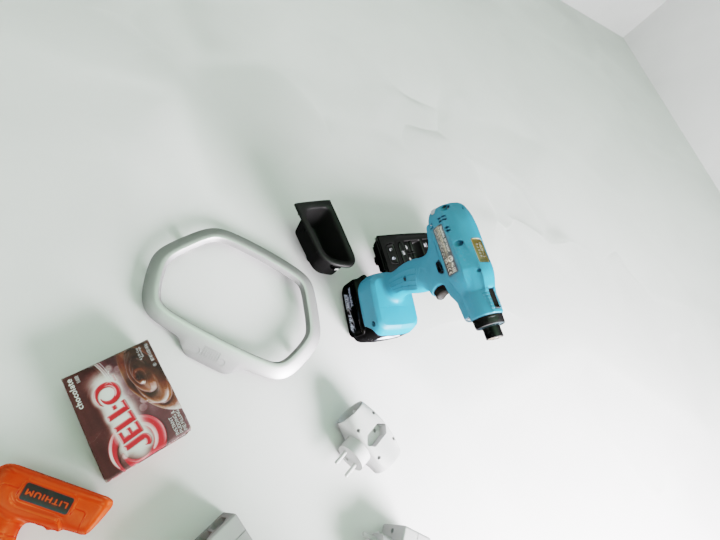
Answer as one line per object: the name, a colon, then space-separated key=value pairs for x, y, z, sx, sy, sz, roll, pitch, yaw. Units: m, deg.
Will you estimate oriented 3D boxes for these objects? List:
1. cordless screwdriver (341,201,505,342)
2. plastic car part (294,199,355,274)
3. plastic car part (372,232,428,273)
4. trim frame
cordless screwdriver: x=0.073 y=0.040 z=0.554 sx=0.071 sy=0.252 sz=0.164 roll=1 pitch=64 yaw=-32
plastic car part: x=-0.063 y=-0.041 z=0.644 sx=0.063 sy=0.072 sz=0.120 roll=-11 pitch=69 yaw=-35
plastic car part: x=0.097 y=-0.025 z=0.726 sx=0.195 sy=0.068 sz=0.068 roll=-9 pitch=69 yaw=-33
trim frame: x=-0.164 y=0.041 z=0.566 sx=0.243 sy=0.028 sz=0.186 roll=29 pitch=52 yaw=-11
